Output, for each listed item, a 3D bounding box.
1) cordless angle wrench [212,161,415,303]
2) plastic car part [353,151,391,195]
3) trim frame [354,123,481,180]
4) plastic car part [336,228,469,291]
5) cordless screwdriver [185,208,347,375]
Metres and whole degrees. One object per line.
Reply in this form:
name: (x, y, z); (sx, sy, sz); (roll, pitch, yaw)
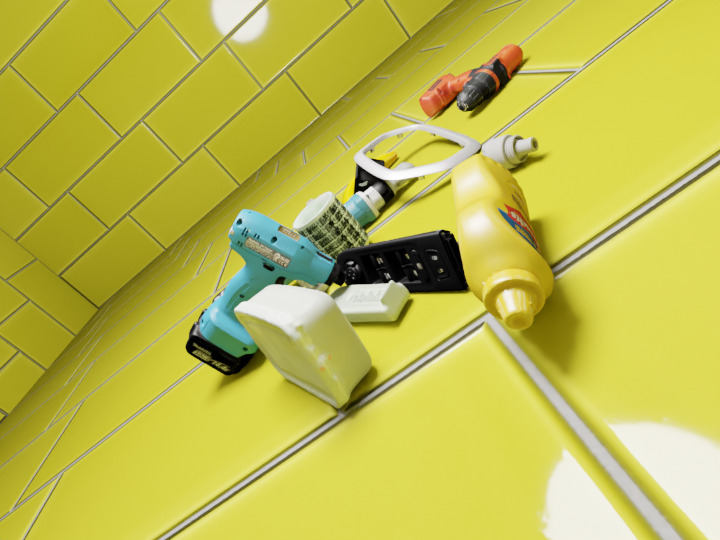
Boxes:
cordless angle wrench: (-0.072, -0.047, 0.732); (0.423, 0.072, 0.102); (-40, 22, 0)
plastic car part: (0.023, -0.181, 0.805); (0.072, 0.064, 0.119); (6, 46, 4)
trim frame: (0.092, -0.208, 0.730); (0.183, 0.026, 0.261); (-27, 32, -7)
plastic car part: (0.044, -0.015, 0.506); (0.211, 0.064, 0.066); (-10, 28, 51)
cordless screwdriver: (-0.138, 0.047, 0.591); (0.248, 0.157, 0.075); (-56, 7, 30)
